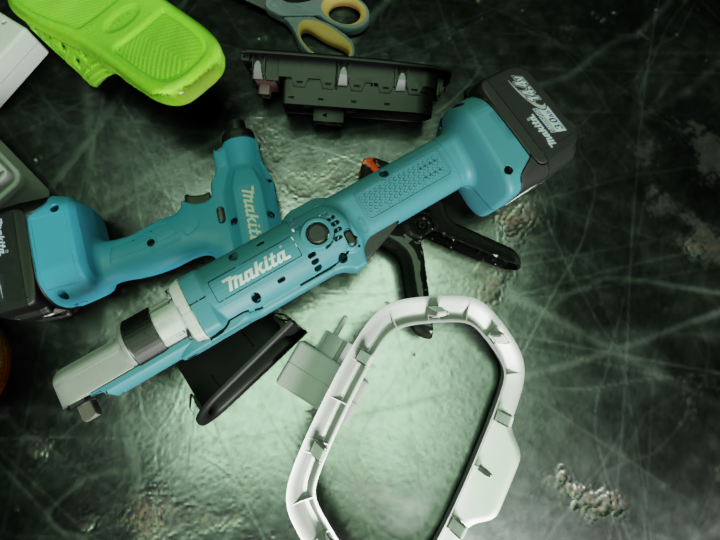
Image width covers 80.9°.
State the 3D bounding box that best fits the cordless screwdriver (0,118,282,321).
[{"bbox_3d":[-0.198,-0.047,0.383,0.246,0.074,0.162,-12,78,-6],"label":"cordless screwdriver"}]

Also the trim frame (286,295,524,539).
[{"bbox_3d":[0.049,0.136,0.336,0.178,0.028,0.249,31,78,-17],"label":"trim frame"}]

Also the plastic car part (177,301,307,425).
[{"bbox_3d":[-0.113,0.066,0.363,0.116,0.064,0.073,-41,73,-6],"label":"plastic car part"}]

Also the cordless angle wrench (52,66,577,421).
[{"bbox_3d":[-0.032,-0.021,0.329,0.419,0.074,0.100,-31,81,-10],"label":"cordless angle wrench"}]

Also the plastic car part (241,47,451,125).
[{"bbox_3d":[-0.012,-0.177,0.414,0.203,0.066,0.067,1,89,0],"label":"plastic car part"}]
